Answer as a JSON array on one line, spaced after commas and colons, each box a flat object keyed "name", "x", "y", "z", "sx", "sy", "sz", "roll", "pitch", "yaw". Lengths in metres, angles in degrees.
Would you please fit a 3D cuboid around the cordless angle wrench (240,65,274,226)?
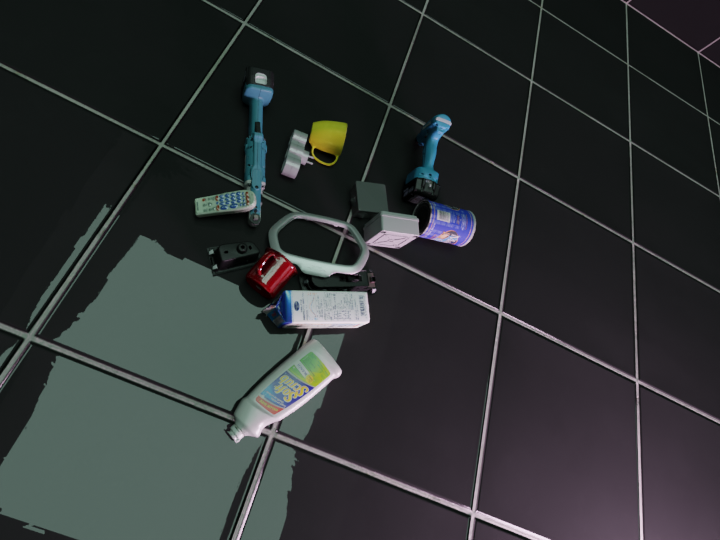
[{"name": "cordless angle wrench", "x": -0.264, "y": -0.311, "z": 1.064, "sx": 0.072, "sy": 0.099, "sz": 0.431, "roll": 4, "pitch": 72, "yaw": -23}]

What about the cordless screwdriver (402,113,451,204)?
[{"name": "cordless screwdriver", "x": 0.181, "y": -0.311, "z": 1.218, "sx": 0.072, "sy": 0.162, "sz": 0.250, "roll": 16, "pitch": 80, "yaw": -16}]

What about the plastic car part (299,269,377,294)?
[{"name": "plastic car part", "x": -0.046, "y": 0.027, "z": 1.019, "sx": 0.197, "sy": 0.068, "sz": 0.067, "roll": -1, "pitch": 78, "yaw": -19}]

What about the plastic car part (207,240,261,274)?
[{"name": "plastic car part", "x": -0.278, "y": -0.039, "z": 0.949, "sx": 0.113, "sy": 0.071, "sz": 0.067, "roll": -13, "pitch": 77, "yaw": -23}]

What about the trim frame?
[{"name": "trim frame", "x": -0.100, "y": -0.065, "z": 1.022, "sx": 0.245, "sy": 0.027, "sz": 0.189, "roll": 11, "pitch": 49, "yaw": -8}]
